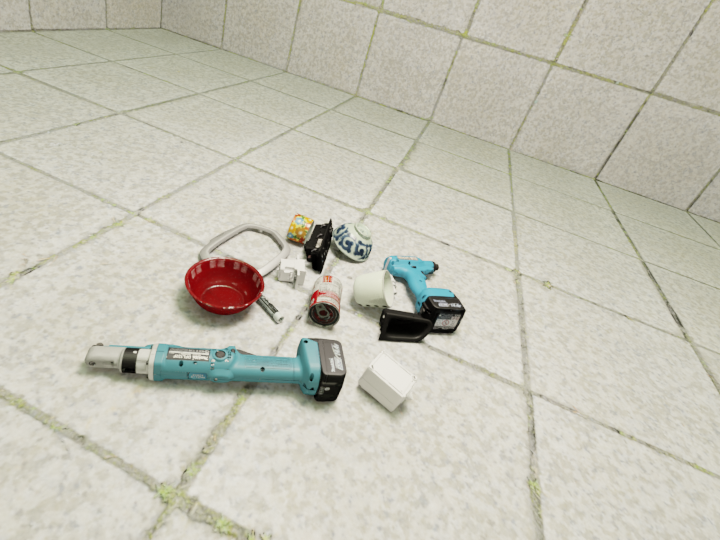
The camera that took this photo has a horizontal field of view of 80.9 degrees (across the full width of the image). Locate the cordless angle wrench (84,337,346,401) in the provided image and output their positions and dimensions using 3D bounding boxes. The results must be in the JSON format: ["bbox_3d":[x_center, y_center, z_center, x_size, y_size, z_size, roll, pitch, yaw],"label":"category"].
[{"bbox_3d":[-0.238,0.159,0.719,0.414,0.073,0.102,6,35,-12],"label":"cordless angle wrench"}]

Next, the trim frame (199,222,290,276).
[{"bbox_3d":[-0.281,-0.053,1.045,0.189,0.027,0.246,25,36,11],"label":"trim frame"}]

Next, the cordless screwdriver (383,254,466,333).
[{"bbox_3d":[0.174,0.046,1.055,0.154,0.073,0.261,1,33,-23],"label":"cordless screwdriver"}]

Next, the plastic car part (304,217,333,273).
[{"bbox_3d":[-0.110,-0.072,1.120,0.069,0.064,0.205,-4,32,14],"label":"plastic car part"}]

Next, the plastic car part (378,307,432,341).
[{"bbox_3d":[0.090,0.114,0.937,0.113,0.065,0.074,7,20,-21],"label":"plastic car part"}]
